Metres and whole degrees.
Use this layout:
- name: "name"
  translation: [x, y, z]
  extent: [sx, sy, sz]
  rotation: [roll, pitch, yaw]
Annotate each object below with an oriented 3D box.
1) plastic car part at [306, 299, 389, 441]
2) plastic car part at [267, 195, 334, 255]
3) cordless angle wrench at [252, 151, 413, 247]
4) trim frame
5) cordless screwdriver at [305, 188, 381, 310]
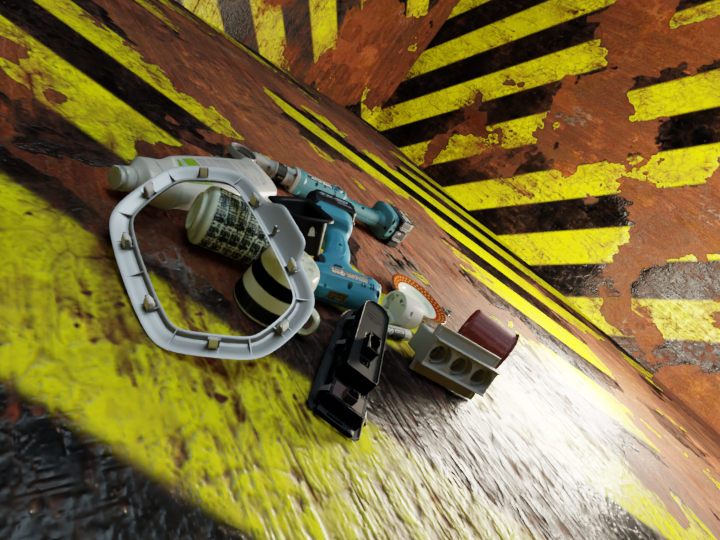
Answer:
- name: "plastic car part"
  translation: [-0.002, 0.094, 0.501]
  extent: [0.066, 0.067, 0.204]
  rotation: [30, 23, -4]
- name: "plastic car part"
  translation: [-0.084, -0.056, 0.577]
  extent: [0.063, 0.070, 0.123]
  rotation: [0, 25, -26]
- name: "cordless angle wrench"
  translation: [-0.063, -0.163, 0.943]
  extent: [0.402, 0.074, 0.103]
  rotation: [21, 27, -32]
- name: "trim frame"
  translation: [-0.150, -0.023, 0.438]
  extent: [0.178, 0.027, 0.259]
  rotation: [-19, 61, -28]
- name: "cordless screwdriver"
  translation: [-0.067, -0.044, 0.682]
  extent: [0.153, 0.074, 0.259]
  rotation: [17, 32, -22]
